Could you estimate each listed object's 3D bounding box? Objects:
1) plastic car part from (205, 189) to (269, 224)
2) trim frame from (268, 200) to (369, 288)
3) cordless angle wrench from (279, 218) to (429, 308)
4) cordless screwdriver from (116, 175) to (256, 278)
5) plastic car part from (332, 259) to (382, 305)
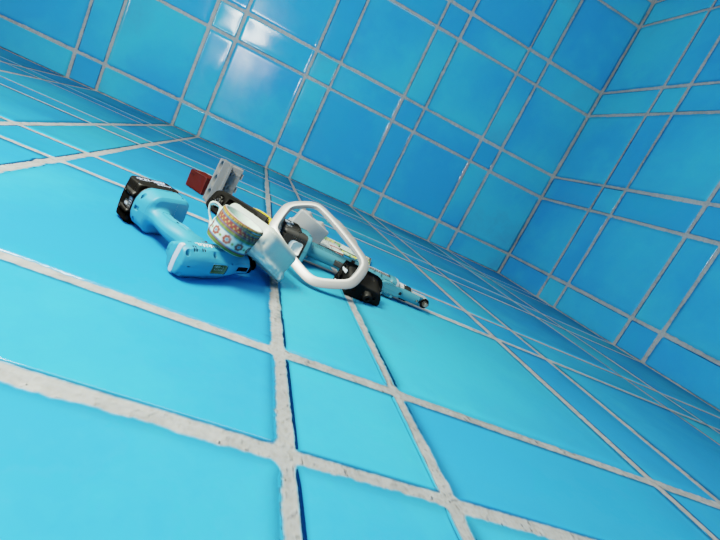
[{"bbox_3d":[-0.299,-0.139,1.045,0.213,0.066,0.064,31,3,26],"label":"plastic car part"},{"bbox_3d":[-0.089,-0.058,0.911,0.179,0.027,0.258,-26,64,-33],"label":"trim frame"},{"bbox_3d":[-0.013,0.000,1.024,0.411,0.074,0.101,25,11,-15],"label":"cordless angle wrench"},{"bbox_3d":[-0.297,-0.068,0.722,0.262,0.074,0.151,37,15,31],"label":"cordless screwdriver"},{"bbox_3d":[0.003,0.039,0.926,0.113,0.066,0.073,26,26,-16],"label":"plastic car part"}]
